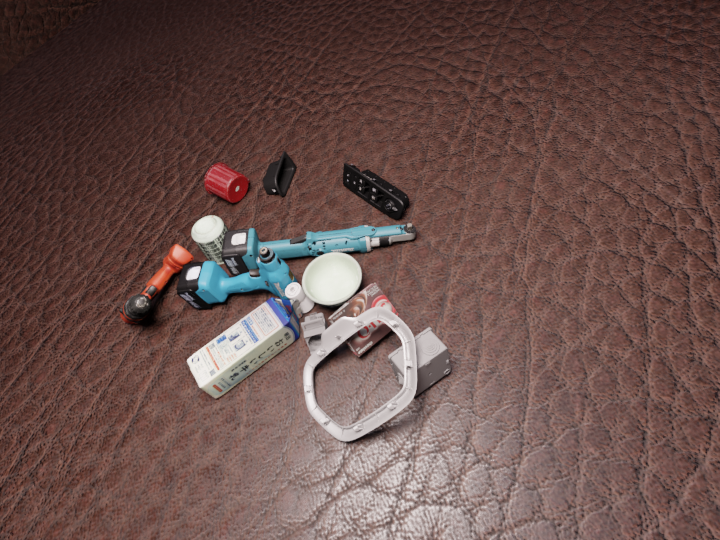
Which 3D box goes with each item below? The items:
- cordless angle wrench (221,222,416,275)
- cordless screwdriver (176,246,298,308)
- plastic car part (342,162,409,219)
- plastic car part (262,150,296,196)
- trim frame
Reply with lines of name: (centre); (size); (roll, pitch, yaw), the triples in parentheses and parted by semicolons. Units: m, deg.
cordless angle wrench: (-0.092, -0.060, 0.936); (0.427, 0.094, 0.077); (-6, 54, 7)
cordless screwdriver: (-0.266, 0.012, 0.886); (0.254, 0.152, 0.076); (-4, 55, 14)
plastic car part: (0.040, -0.190, 1.005); (0.065, 0.065, 0.214); (-19, 46, -32)
plastic car part: (-0.225, -0.249, 1.124); (0.074, 0.062, 0.118); (-2, 57, 31)
trim frame: (-0.010, 0.171, 0.712); (0.251, 0.026, 0.193); (-42, 54, 24)
